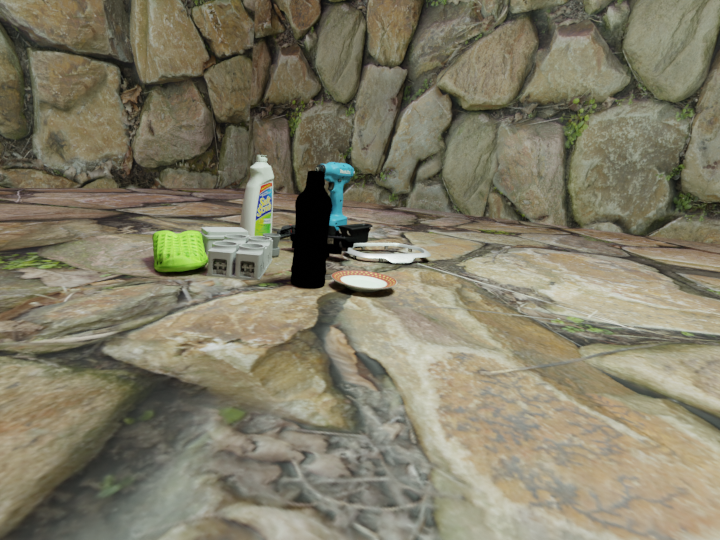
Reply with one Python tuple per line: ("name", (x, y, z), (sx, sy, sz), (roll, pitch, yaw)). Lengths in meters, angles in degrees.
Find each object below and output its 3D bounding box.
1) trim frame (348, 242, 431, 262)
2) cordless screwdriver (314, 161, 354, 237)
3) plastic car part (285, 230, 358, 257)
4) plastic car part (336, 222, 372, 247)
("trim frame", (0.072, -0.051, 1.172), (0.241, 0.027, 0.192), (0, 14, -20))
("cordless screwdriver", (-0.091, -0.203, 1.287), (0.078, 0.246, 0.152), (13, 13, 34))
("plastic car part", (-0.108, -0.071, 1.108), (0.213, 0.066, 0.064), (13, 14, 32))
("plastic car part", (-0.011, -0.105, 1.279), (0.111, 0.070, 0.070), (-7, 17, -43))
